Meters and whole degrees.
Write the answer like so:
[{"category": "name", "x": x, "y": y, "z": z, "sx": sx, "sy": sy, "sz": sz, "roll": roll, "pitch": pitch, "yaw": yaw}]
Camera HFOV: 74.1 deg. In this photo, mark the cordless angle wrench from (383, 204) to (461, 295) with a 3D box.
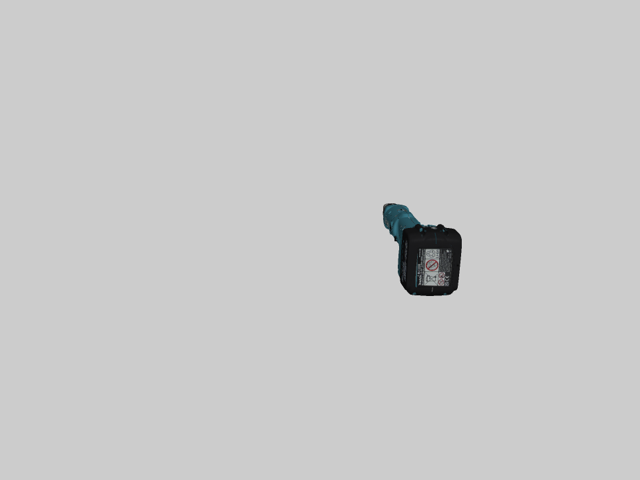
[{"category": "cordless angle wrench", "x": 0.155, "y": -0.019, "z": 0.775, "sx": 0.074, "sy": 0.098, "sz": 0.422, "roll": 0, "pitch": 15, "yaw": 0}]
